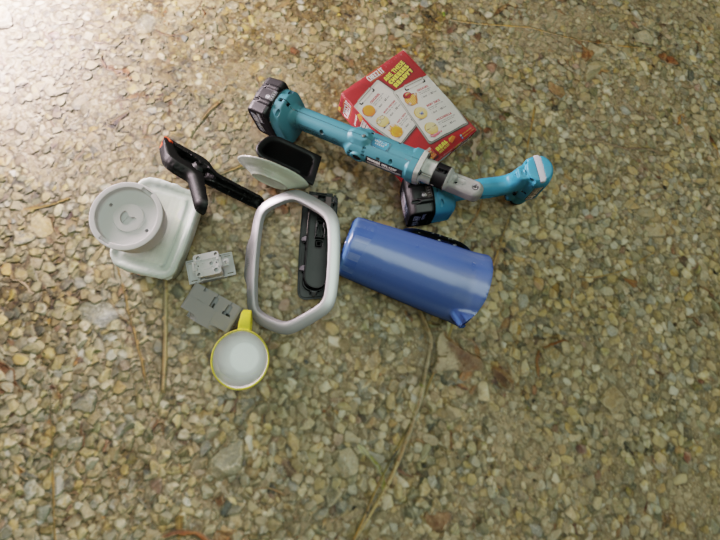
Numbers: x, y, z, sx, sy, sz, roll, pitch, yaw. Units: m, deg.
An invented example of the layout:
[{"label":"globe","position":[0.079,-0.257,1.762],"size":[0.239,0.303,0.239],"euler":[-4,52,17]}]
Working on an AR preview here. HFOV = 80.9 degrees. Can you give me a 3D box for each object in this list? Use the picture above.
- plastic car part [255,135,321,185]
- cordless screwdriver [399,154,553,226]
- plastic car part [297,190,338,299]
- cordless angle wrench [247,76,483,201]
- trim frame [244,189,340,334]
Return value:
[{"label":"plastic car part","position":[-0.141,-0.193,0.774],"size":[0.113,0.072,0.067],"euler":[22,63,-15]},{"label":"cordless screwdriver","position":[0.201,-0.137,0.776],"size":[0.252,0.155,0.075],"euler":[-9,79,7]},{"label":"plastic car part","position":[-0.074,-0.048,0.756],"size":[0.065,0.068,0.205],"euler":[7,80,-14]},{"label":"cordless angle wrench","position":[0.004,-0.215,0.724],"size":[0.437,0.095,0.074],"euler":[27,79,16]},{"label":"trim frame","position":[-0.121,-0.018,0.721],"size":[0.190,0.026,0.250],"euler":[-2,81,20]}]
